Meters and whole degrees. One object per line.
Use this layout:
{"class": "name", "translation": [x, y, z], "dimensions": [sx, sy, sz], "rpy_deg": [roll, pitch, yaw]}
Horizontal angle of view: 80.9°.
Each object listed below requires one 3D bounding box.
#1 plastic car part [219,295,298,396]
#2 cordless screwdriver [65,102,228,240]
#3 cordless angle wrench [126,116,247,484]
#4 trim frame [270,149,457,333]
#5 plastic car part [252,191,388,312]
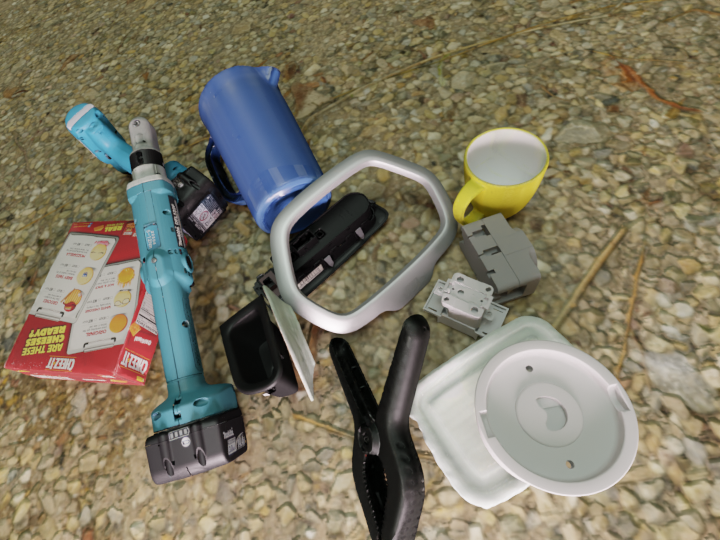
{"class": "plastic car part", "translation": [-0.105, 0.098, 0.476], "dimensions": [0.066, 0.067, 0.123], "rpy_deg": [-38, 46, 5]}
{"class": "cordless screwdriver", "translation": [-0.318, -0.141, 0.647], "dimensions": [0.255, 0.156, 0.074], "rpy_deg": [35, 75, 11]}
{"class": "cordless angle wrench", "translation": [-0.221, 0.001, 0.485], "dimensions": [0.074, 0.095, 0.434], "rpy_deg": [-18, 73, -2]}
{"class": "trim frame", "translation": [0.006, -0.040, 0.509], "dimensions": [0.246, 0.027, 0.186], "rpy_deg": [-42, 84, -16]}
{"class": "plastic car part", "translation": [-0.054, -0.035, 0.548], "dimensions": [0.201, 0.064, 0.070], "rpy_deg": [-39, 54, -13]}
